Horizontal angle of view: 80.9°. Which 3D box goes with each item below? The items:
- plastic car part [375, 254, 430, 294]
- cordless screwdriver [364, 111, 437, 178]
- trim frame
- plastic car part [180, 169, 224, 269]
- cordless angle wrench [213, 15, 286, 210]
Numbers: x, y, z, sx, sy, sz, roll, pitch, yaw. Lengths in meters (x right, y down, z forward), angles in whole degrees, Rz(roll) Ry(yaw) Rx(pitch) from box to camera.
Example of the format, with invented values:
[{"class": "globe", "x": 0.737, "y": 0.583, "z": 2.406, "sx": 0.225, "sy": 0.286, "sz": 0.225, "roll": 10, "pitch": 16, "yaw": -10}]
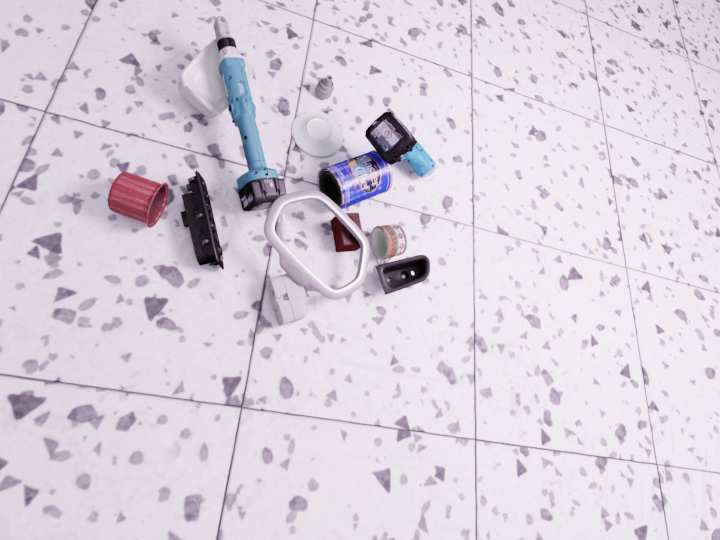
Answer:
[{"class": "plastic car part", "x": 0.094, "y": 0.010, "z": 0.935, "sx": 0.115, "sy": 0.070, "sz": 0.067, "roll": -16, "pitch": 79, "yaw": -7}, {"class": "cordless screwdriver", "x": 0.088, "y": -0.303, "z": 0.984, "sx": 0.164, "sy": 0.075, "sz": 0.239, "roll": 55, "pitch": 21, "yaw": 14}, {"class": "trim frame", "x": -0.084, "y": -0.055, "z": 0.861, "sx": 0.244, "sy": 0.028, "sz": 0.183, "roll": 44, "pitch": 64, "yaw": -9}, {"class": "plastic car part", "x": -0.318, "y": -0.095, "z": 0.844, "sx": 0.066, "sy": 0.066, "sz": 0.207, "roll": -18, "pitch": 78, "yaw": -15}, {"class": "cordless angle wrench", "x": -0.251, "y": -0.340, "z": 0.894, "sx": 0.072, "sy": 0.101, "sz": 0.425, "roll": -11, "pitch": 85, "yaw": -33}]
